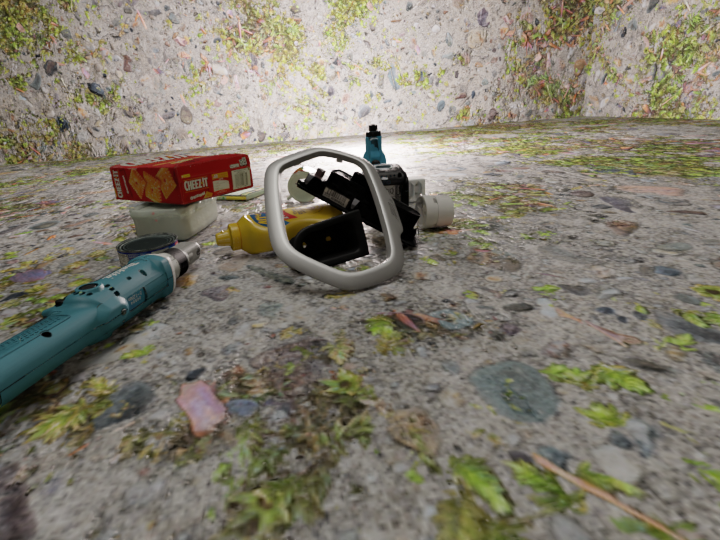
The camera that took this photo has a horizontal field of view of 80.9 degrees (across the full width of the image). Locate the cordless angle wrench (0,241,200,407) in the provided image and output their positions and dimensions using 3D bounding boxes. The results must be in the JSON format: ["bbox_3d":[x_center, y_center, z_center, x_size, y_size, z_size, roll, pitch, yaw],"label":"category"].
[{"bbox_3d":[-0.261,0.041,0.410,0.099,0.073,0.425,-1,20,7],"label":"cordless angle wrench"}]

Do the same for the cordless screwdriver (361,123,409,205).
[{"bbox_3d":[0.035,-0.184,0.792,0.074,0.155,0.254,-4,23,-2],"label":"cordless screwdriver"}]

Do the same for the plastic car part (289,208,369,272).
[{"bbox_3d":[-0.057,-0.037,0.586,0.113,0.065,0.074,-19,10,-26],"label":"plastic car part"}]

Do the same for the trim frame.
[{"bbox_3d":[-0.033,-0.079,0.554,0.180,0.027,0.259,-3,52,-14],"label":"trim frame"}]

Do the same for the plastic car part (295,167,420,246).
[{"bbox_3d":[0.007,-0.105,0.639,0.208,0.067,0.065,34,15,11],"label":"plastic car part"}]
